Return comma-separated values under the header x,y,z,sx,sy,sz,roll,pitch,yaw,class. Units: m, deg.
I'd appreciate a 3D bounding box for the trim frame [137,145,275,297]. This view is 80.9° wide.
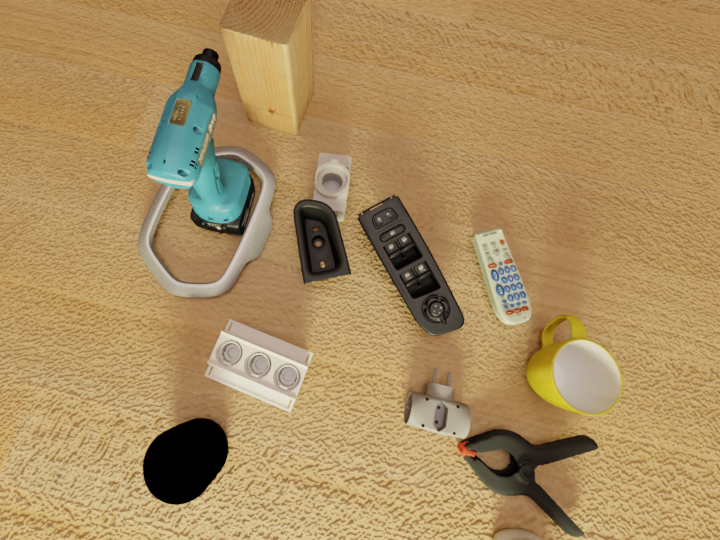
x,y,z,sx,sy,sz,roll,pitch,yaw,class
-0.228,-0.079,0.641,0.186,0.027,0.250,19,76,5,trim frame

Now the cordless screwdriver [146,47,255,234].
x,y,z,sx,sy,sz,roll,pitch,yaw,class
-0.190,-0.147,0.547,0.074,0.246,0.161,11,77,-3,cordless screwdriver

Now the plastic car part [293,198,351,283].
x,y,z,sx,sy,sz,roll,pitch,yaw,class
-0.059,-0.039,0.608,0.065,0.070,0.119,-11,76,-6,plastic car part

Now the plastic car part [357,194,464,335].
x,y,z,sx,sy,sz,roll,pitch,yaw,class
0.069,-0.001,0.600,0.066,0.066,0.208,-27,77,-9,plastic car part
